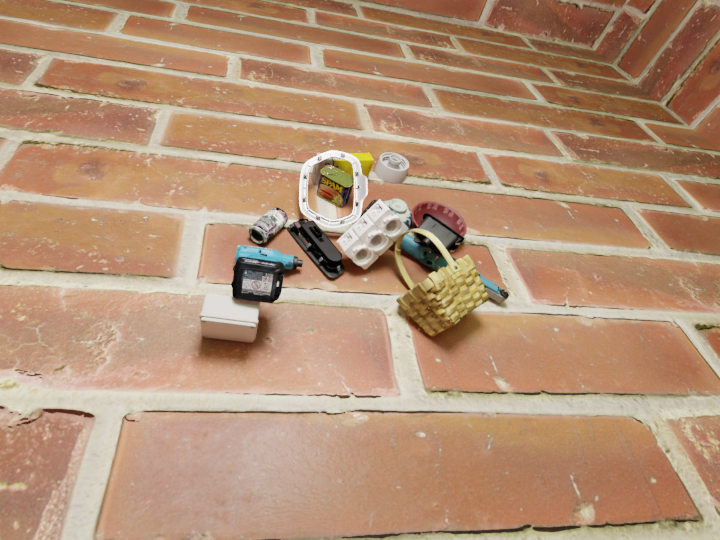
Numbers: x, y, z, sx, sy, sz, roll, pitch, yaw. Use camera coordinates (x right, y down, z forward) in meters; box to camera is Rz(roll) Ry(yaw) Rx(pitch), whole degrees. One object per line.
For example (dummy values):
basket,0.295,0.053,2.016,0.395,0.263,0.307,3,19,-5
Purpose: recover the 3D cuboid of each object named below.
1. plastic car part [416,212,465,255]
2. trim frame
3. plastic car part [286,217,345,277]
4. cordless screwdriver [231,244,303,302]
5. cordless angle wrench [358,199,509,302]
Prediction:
plastic car part,0.186,-0.081,1.055,0.120,0.065,0.070,37,61,13
trim frame,-0.074,-0.228,1.151,0.184,0.027,0.254,0,64,1
plastic car part,-0.105,-0.069,1.074,0.064,0.066,0.212,-16,56,-38
cordless screwdriver,-0.195,-0.002,0.908,0.156,0.074,0.256,7,12,-13
cordless angle wrench,0.187,-0.038,1.108,0.431,0.097,0.074,32,47,10
